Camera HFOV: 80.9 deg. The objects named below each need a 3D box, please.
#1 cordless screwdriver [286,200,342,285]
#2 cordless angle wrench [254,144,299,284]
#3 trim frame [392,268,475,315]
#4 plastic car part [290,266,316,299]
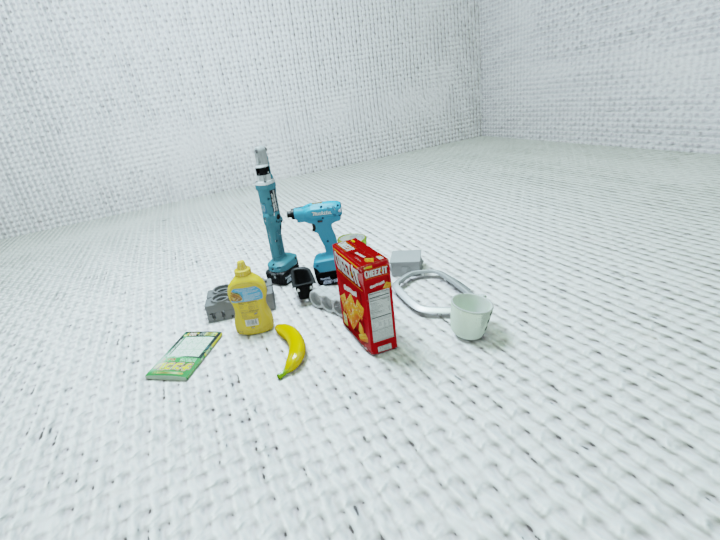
[{"bbox_3d":[-0.122,-0.080,1.248,0.161,0.242,0.075,-5,21,8],"label":"cordless screwdriver"},{"bbox_3d":[-0.266,-0.162,1.274,0.078,0.412,0.096,6,25,32],"label":"cordless angle wrench"},{"bbox_3d":[0.191,0.053,1.104,0.181,0.027,0.260,-16,25,-15],"label":"trim frame"},{"bbox_3d":[-0.162,0.042,1.204,0.065,0.069,0.121,-12,23,-9],"label":"plastic car part"}]
